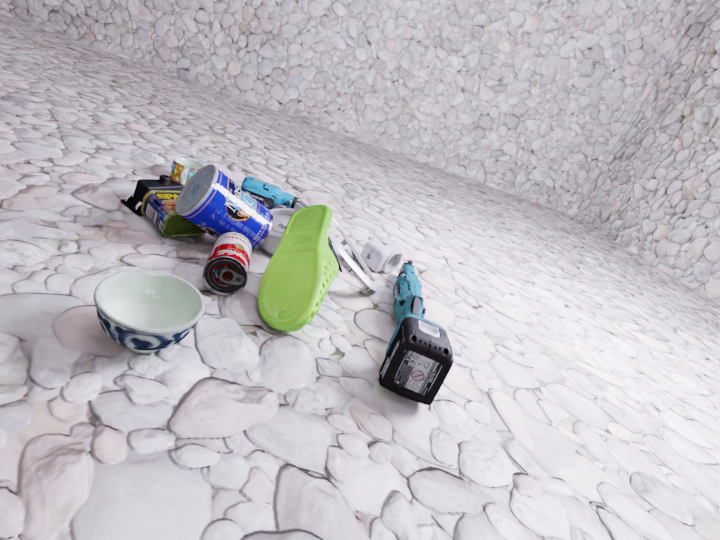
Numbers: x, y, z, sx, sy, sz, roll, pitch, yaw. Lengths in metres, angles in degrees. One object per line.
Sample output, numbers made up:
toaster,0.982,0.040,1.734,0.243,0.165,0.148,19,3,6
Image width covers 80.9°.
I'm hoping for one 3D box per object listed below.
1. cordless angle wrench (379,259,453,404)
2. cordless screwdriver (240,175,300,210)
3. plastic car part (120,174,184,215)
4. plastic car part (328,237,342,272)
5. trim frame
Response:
cordless angle wrench,0.087,0.066,0.748,0.074,0.097,0.426,21,19,-3
cordless screwdriver,-0.223,-0.157,0.990,0.157,0.074,0.254,18,20,-8
plastic car part,-0.400,-0.155,0.839,0.069,0.070,0.113,33,29,22
plastic car part,-0.088,-0.057,0.895,0.063,0.067,0.210,53,11,-30
trim frame,-0.039,-0.054,0.856,0.174,0.028,0.261,39,13,-53
